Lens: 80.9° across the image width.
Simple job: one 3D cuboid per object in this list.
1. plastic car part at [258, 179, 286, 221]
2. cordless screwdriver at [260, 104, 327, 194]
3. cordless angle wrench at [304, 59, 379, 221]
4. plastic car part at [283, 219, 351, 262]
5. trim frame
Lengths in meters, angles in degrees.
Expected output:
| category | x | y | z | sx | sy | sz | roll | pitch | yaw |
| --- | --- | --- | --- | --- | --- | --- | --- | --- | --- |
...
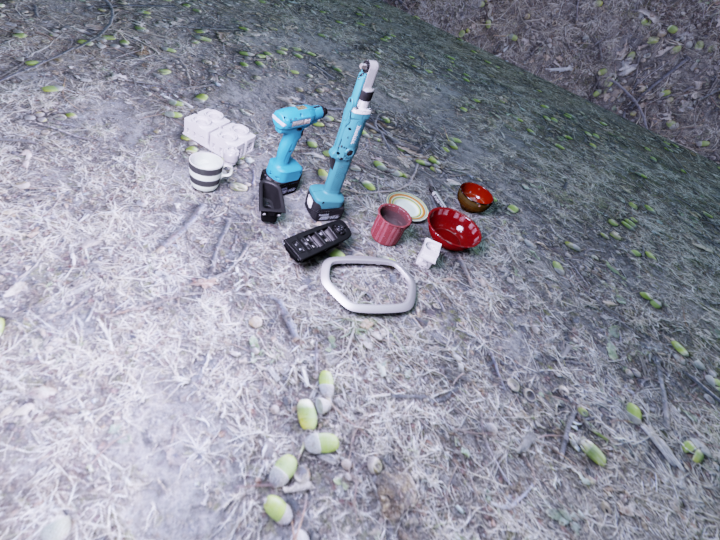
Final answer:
| category | x | y | z | sx | sy | sz | roll | pitch | yaw |
| --- | --- | --- | --- | --- | --- | --- | --- | --- | --- |
| plastic car part | -0.232 | -0.167 | 1.071 | 0.064 | 0.070 | 0.121 | 3 | 47 | -20 |
| cordless screwdriver | -0.175 | -0.321 | 1.117 | 0.155 | 0.246 | 0.077 | -27 | 64 | -40 |
| cordless angle wrench | -0.038 | -0.296 | 1.016 | 0.094 | 0.418 | 0.078 | -5 | 52 | -29 |
| plastic car part | -0.100 | -0.065 | 1.021 | 0.069 | 0.066 | 0.197 | 42 | 48 | 19 |
| trim frame | 0.022 | 0.027 | 1.001 | 0.241 | 0.027 | 0.192 | -1 | 47 | -21 |
